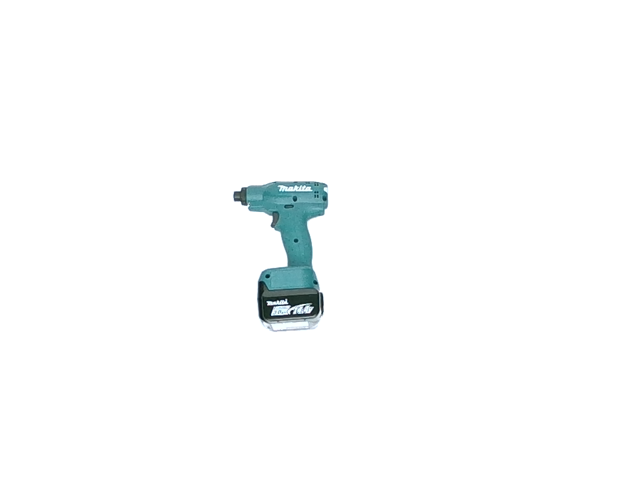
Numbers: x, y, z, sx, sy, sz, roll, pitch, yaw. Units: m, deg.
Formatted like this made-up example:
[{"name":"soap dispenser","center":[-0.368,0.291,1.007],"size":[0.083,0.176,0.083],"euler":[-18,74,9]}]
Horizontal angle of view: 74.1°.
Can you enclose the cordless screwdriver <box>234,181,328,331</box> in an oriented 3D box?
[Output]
[{"name":"cordless screwdriver","center":[-0.067,0.016,0.676],"size":[0.159,0.248,0.074],"euler":[0,-24,1]}]
